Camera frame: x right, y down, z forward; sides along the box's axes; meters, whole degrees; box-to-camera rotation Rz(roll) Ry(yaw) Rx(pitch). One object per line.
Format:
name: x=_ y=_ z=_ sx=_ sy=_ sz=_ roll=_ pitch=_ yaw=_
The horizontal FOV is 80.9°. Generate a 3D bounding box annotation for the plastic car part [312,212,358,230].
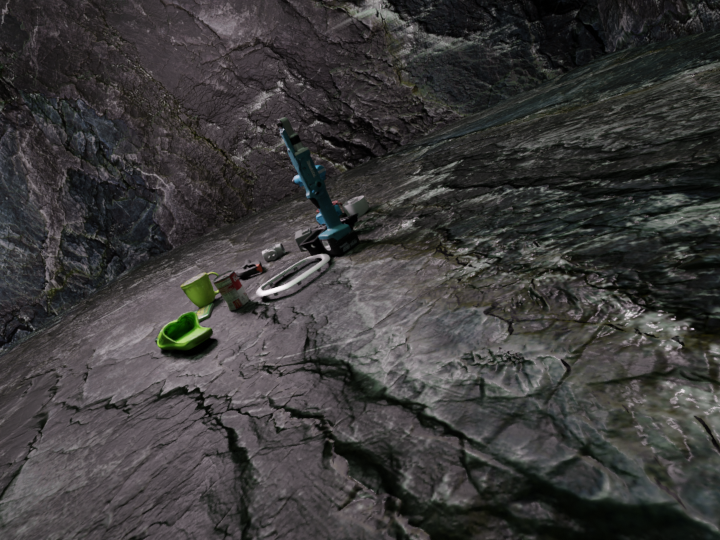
plastic car part: x=-0.084 y=-0.145 z=1.444 sx=0.212 sy=0.065 sz=0.065 roll=-5 pitch=26 yaw=47

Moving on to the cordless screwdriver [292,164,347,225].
cordless screwdriver: x=-0.152 y=-0.253 z=1.541 sx=0.166 sy=0.243 sz=0.073 roll=-8 pitch=22 yaw=47

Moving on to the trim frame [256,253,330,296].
trim frame: x=-0.191 y=0.013 z=1.220 sx=0.244 sy=0.027 sz=0.192 roll=-38 pitch=22 yaw=-32

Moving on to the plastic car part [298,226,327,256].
plastic car part: x=-0.131 y=-0.086 z=1.339 sx=0.068 sy=0.069 sz=0.115 roll=-14 pitch=21 yaw=35

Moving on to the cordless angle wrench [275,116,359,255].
cordless angle wrench: x=-0.134 y=-0.244 z=1.230 sx=0.096 sy=0.413 sz=0.077 roll=-33 pitch=16 yaw=-29
